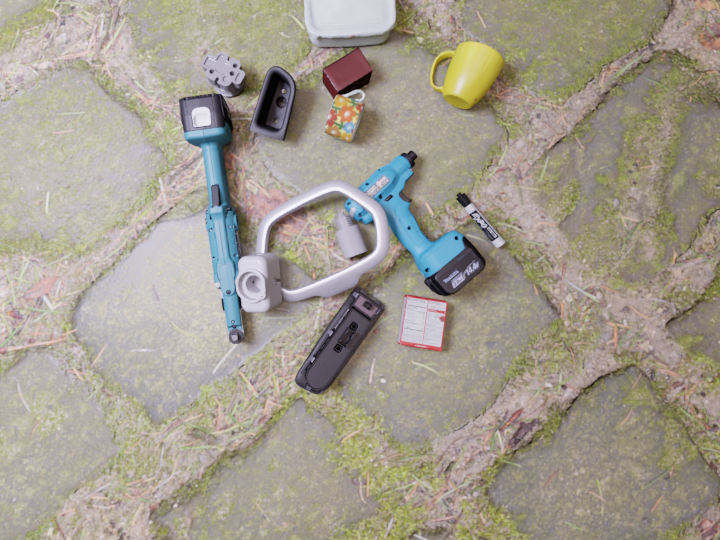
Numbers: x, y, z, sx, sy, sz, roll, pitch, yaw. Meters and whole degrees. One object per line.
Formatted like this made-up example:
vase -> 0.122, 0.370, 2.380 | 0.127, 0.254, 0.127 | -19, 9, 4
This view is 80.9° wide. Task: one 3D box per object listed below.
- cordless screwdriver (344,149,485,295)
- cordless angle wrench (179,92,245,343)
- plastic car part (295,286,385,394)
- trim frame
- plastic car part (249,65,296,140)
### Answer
cordless screwdriver -> 0.110, -0.085, 0.742 | 0.159, 0.073, 0.252 | -44, 83, -5
cordless angle wrench -> -0.241, -0.085, 0.734 | 0.074, 0.098, 0.423 | -8, 89, -5
plastic car part -> -0.035, 0.128, 0.726 | 0.065, 0.068, 0.203 | 36, 88, -8
trim frame -> -0.071, -0.047, 0.729 | 0.251, 0.027, 0.186 | -26, 83, 12
plastic car part -> -0.148, -0.297, 0.759 | 0.066, 0.071, 0.116 | 18, 101, -3
